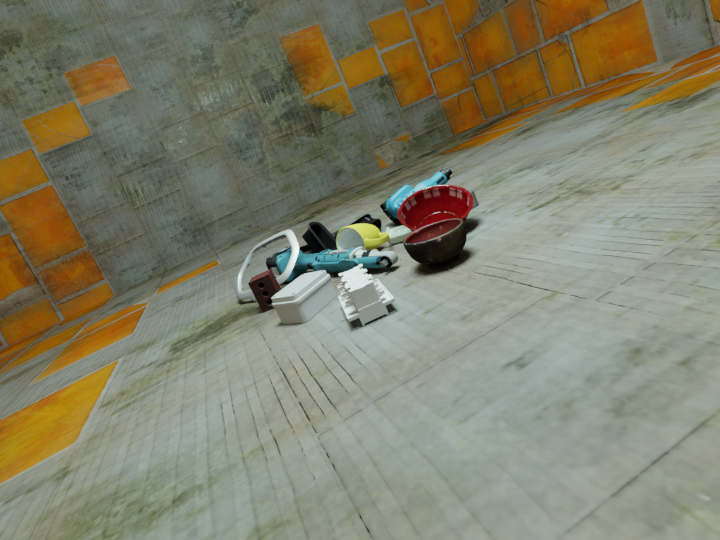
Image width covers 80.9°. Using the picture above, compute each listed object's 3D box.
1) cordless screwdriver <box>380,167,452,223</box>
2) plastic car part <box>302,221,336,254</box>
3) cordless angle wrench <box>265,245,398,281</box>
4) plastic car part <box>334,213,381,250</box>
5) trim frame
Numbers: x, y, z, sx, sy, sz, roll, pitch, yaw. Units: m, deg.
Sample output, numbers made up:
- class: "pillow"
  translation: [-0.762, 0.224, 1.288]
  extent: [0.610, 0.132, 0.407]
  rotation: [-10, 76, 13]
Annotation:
- class: "cordless screwdriver"
  translation: [0.143, -0.196, 1.113]
  extent: [0.159, 0.074, 0.251]
  rotation: [-42, 8, -2]
- class: "plastic car part"
  translation: [-0.115, -0.075, 1.180]
  extent: [0.072, 0.117, 0.065]
  rotation: [-45, -4, 39]
- class: "cordless angle wrench"
  translation: [-0.076, -0.021, 1.005]
  extent: [0.096, 0.072, 0.443]
  rotation: [-35, 21, -36]
- class: "plastic car part"
  translation: [0.002, -0.105, 1.171]
  extent: [0.070, 0.064, 0.200]
  rotation: [-4, 24, 30]
- class: "trim frame"
  translation: [-0.243, -0.010, 1.088]
  extent: [0.256, 0.026, 0.189]
  rotation: [-21, 50, 34]
